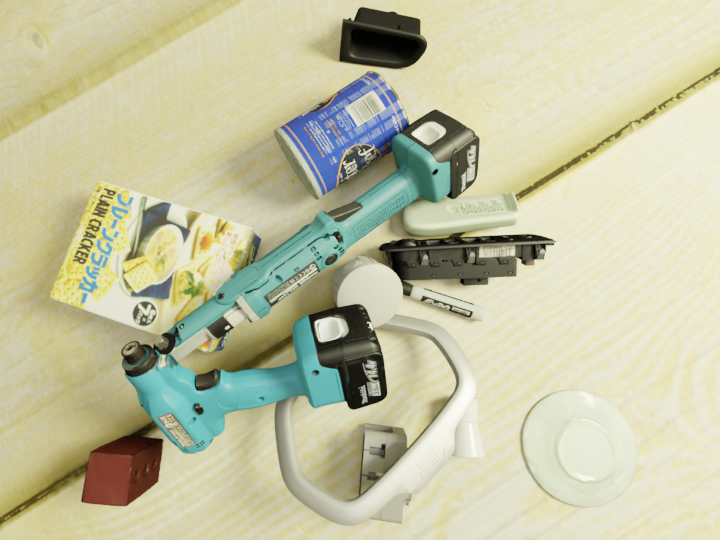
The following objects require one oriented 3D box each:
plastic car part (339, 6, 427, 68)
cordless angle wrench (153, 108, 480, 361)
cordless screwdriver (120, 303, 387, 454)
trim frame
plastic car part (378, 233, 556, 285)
[{"bbox_3d":[0.033,-0.332,0.591,0.117,0.065,0.072,8,67,0],"label":"plastic car part"},{"bbox_3d":[-0.047,-0.031,0.486,0.420,0.093,0.078,-37,57,-9],"label":"cordless angle wrench"},{"bbox_3d":[-0.104,0.100,0.436,0.249,0.152,0.077,-17,38,0],"label":"cordless screwdriver"},{"bbox_3d":[0.013,0.152,0.477,0.246,0.026,0.194,-42,56,-17],"label":"trim frame"},{"bbox_3d":[0.123,-0.016,0.526,0.204,0.067,0.066,1,107,2],"label":"plastic car part"}]
